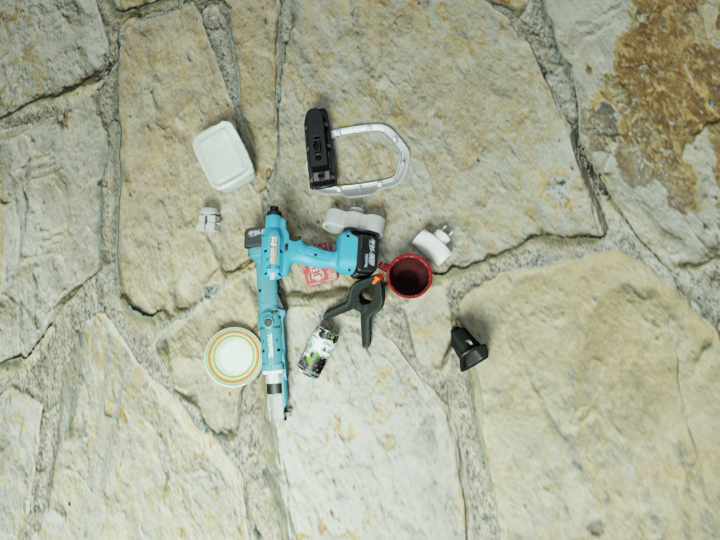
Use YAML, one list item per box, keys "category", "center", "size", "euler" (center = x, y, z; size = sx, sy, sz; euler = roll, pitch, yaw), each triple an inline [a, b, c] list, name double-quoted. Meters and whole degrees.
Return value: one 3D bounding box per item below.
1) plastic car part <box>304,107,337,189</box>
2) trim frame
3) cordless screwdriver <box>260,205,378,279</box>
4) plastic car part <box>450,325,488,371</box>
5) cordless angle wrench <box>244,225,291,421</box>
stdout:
- category: "plastic car part"
  center: [-0.102, -0.295, 0.992]
  size: [0.068, 0.064, 0.207]
  euler: [-10, 75, 13]
- category: "trim frame"
  center: [-0.009, -0.261, 1.007]
  size: [0.251, 0.027, 0.186]
  euler: [-5, 79, 7]
- category: "cordless screwdriver"
  center: [-0.090, -0.059, 0.916]
  size: [0.245, 0.074, 0.162]
  euler: [2, 75, -9]
- category: "plastic car part"
  center: [0.210, 0.149, 0.851]
  size: [0.066, 0.111, 0.074]
  euler: [-31, 55, 0]
- category: "cordless angle wrench"
  center: [-0.197, 0.113, 0.942]
  size: [0.099, 0.073, 0.428]
  euler: [-7, 80, 5]
